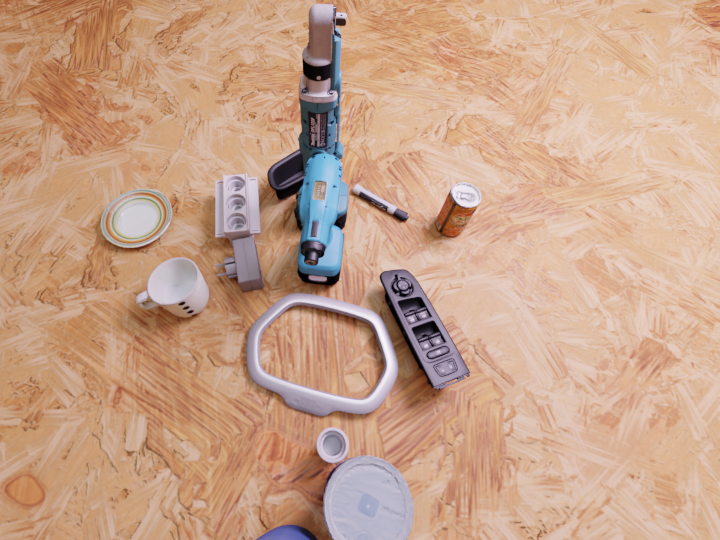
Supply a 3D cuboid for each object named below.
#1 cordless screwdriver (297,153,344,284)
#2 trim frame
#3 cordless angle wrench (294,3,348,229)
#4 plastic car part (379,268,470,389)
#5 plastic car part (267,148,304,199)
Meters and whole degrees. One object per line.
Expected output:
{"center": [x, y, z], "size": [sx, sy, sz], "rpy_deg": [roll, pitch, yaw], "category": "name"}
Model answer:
{"center": [-0.063, -0.041, 0.648], "size": [0.074, 0.243, 0.162], "rpy_deg": [6, 65, -2], "category": "cordless screwdriver"}
{"center": [-0.064, 0.132, 0.681], "size": [0.252, 0.027, 0.186], "rpy_deg": [12, 64, 7], "category": "trim frame"}
{"center": [-0.059, -0.190, 0.628], "size": [0.098, 0.414, 0.076], "rpy_deg": [5, 65, -2], "category": "cordless angle wrench"}
{"center": [0.093, 0.088, 0.681], "size": [0.065, 0.065, 0.211], "rpy_deg": [-20, 65, -11], "category": "plastic car part"}
{"center": [-0.127, -0.179, 0.815], "size": [0.115, 0.069, 0.068], "rpy_deg": [-36, 71, -17], "category": "plastic car part"}
